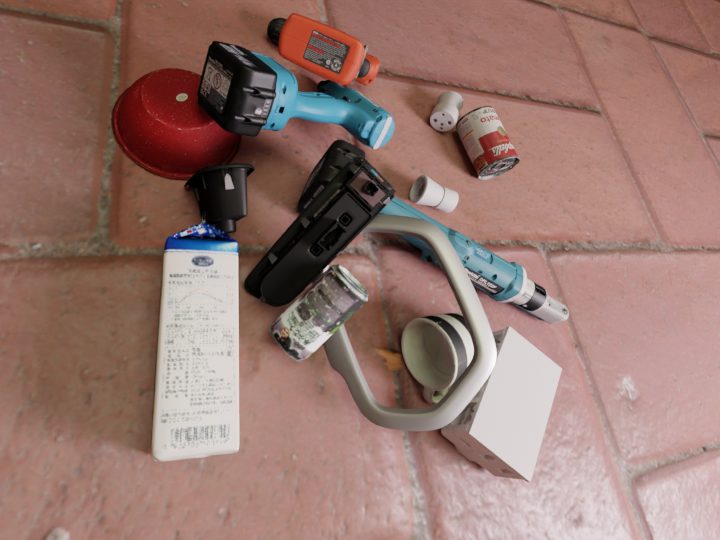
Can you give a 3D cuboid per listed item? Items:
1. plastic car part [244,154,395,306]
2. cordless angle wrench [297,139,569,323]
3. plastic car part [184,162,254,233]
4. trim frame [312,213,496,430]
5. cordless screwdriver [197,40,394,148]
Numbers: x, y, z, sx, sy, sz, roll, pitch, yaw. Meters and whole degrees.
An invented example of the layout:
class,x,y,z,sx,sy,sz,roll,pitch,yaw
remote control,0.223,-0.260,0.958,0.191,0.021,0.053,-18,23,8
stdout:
class,x,y,z,sx,sy,sz,roll,pitch,yaw
plastic car part,-0.046,-0.030,0.469,0.204,0.069,0.064,-44,114,10
cordless angle wrench,0.120,-0.027,0.575,0.413,0.099,0.075,28,57,-13
plastic car part,-0.156,-0.077,0.479,0.064,0.121,0.070,-7,97,-27
trim frame,0.037,0.051,0.476,0.186,0.026,0.254,-24,76,11
cordless screwdriver,-0.085,-0.227,0.548,0.237,0.074,0.168,-6,43,-42
